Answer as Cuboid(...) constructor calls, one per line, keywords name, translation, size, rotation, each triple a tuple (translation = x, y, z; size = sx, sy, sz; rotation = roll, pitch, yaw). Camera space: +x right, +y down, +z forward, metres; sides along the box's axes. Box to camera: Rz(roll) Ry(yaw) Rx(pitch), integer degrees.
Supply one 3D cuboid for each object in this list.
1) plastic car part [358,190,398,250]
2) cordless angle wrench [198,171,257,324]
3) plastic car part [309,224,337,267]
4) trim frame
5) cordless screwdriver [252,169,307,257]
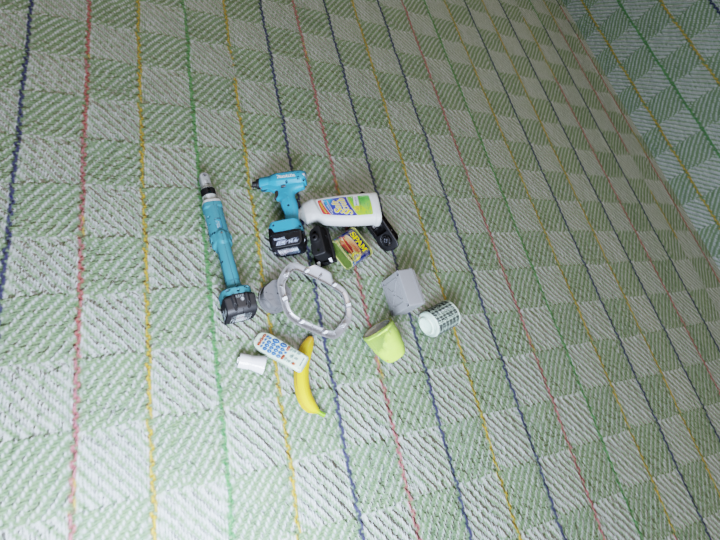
Cuboid(name="plastic car part", translation=(0.052, -0.150, 1.317), size=(0.064, 0.067, 0.207), rotation=(-12, 67, -57))
Cuboid(name="cordless angle wrench", translation=(-0.357, -0.077, 1.081), size=(0.072, 0.098, 0.437), rotation=(-10, 66, -26))
Cuboid(name="plastic car part", translation=(-0.116, -0.076, 1.182), size=(0.067, 0.068, 0.120), rotation=(-19, 70, 12))
Cuboid(name="trim frame", translation=(-0.114, 0.075, 1.109), size=(0.237, 0.028, 0.188), rotation=(27, 49, -27))
Cuboid(name="cordless screwdriver", translation=(-0.226, -0.163, 1.180), size=(0.161, 0.072, 0.255), rotation=(-7, 68, 6))
